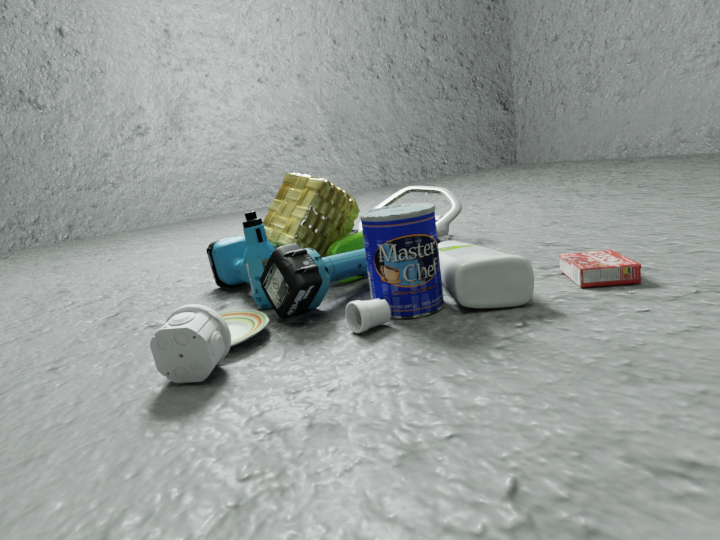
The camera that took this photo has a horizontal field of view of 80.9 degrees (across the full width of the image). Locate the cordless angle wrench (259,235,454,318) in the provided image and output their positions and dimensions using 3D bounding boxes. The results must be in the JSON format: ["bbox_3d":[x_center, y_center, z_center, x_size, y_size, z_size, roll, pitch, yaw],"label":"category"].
[{"bbox_3d":[0.031,-0.018,0.728,0.406,0.077,0.097,-14,-32,-40],"label":"cordless angle wrench"}]

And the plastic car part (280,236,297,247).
[{"bbox_3d":[-0.193,-0.025,0.948,0.117,0.064,0.073,-11,27,1],"label":"plastic car part"}]

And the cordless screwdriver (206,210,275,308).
[{"bbox_3d":[-0.217,-0.030,0.773,0.072,0.156,0.261,-18,15,-29],"label":"cordless screwdriver"}]

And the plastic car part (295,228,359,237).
[{"bbox_3d":[-0.098,-0.064,0.999,0.208,0.067,0.065,-8,5,16],"label":"plastic car part"}]

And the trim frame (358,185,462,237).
[{"bbox_3d":[0.107,-0.112,0.944,0.246,0.026,0.195,-37,47,-16],"label":"trim frame"}]
